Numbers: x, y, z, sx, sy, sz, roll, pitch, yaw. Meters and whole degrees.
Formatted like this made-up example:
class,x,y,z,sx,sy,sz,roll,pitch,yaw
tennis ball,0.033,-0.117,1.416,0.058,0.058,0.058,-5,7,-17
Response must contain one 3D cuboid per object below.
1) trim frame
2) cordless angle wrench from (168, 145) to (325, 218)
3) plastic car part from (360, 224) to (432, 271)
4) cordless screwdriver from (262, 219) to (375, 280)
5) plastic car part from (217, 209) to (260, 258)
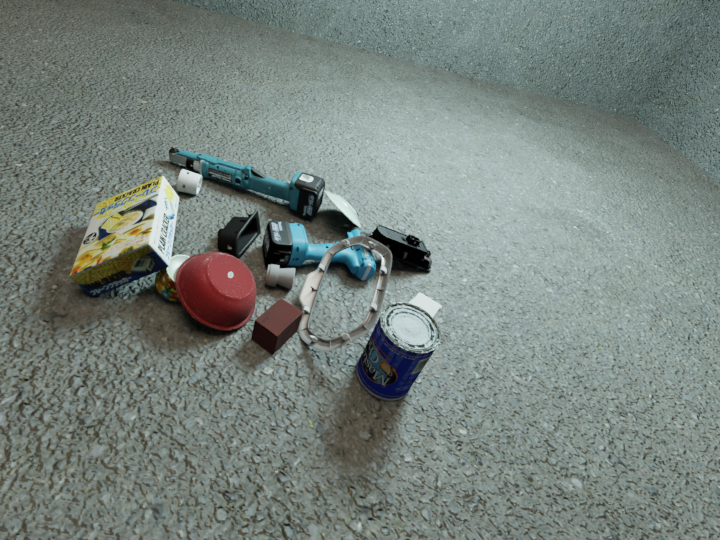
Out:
class,x,y,z,sx,sy,sz,roll,pitch,yaw
trim frame,-0.034,0.034,0.793,0.192,0.026,0.251,-3,57,35
cordless angle wrench,-0.304,-0.242,1.090,0.430,0.096,0.075,18,39,8
plastic car part,0.093,-0.056,0.979,0.194,0.067,0.069,15,46,-27
cordless screwdriver,-0.093,-0.061,0.955,0.242,0.073,0.166,8,40,-17
plastic car part,-0.276,-0.081,0.932,0.073,0.064,0.117,11,41,15
